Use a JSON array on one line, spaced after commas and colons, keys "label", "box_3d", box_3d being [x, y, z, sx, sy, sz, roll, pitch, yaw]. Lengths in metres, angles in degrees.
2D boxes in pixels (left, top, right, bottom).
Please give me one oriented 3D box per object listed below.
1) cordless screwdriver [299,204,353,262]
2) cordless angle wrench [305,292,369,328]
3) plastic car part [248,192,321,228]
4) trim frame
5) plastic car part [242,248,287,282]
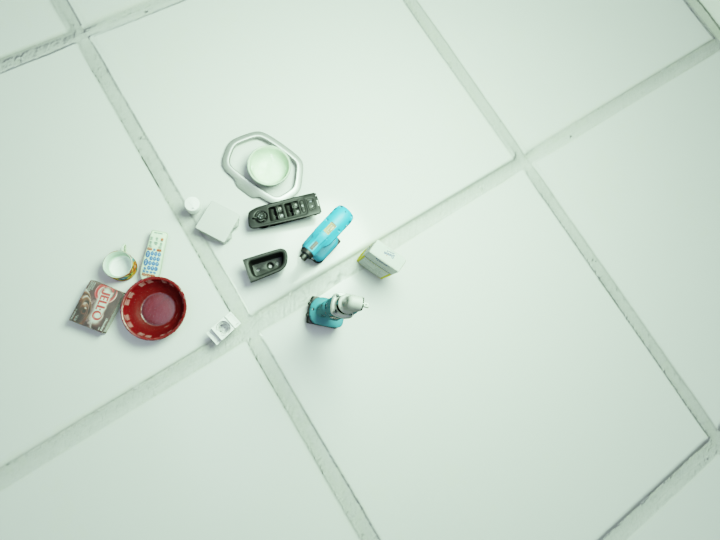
[{"label": "cordless screwdriver", "box_3d": [-0.106, -0.069, 1.083, 0.074, 0.250, 0.158, 43, 75, -3]}, {"label": "cordless angle wrench", "box_3d": [-0.057, 0.087, 0.967, 0.096, 0.425, 0.075, 13, 79, -11]}, {"label": "plastic car part", "box_3d": [-0.216, -0.160, 1.182, 0.200, 0.067, 0.067, -14, 83, -11]}, {"label": "trim frame", "box_3d": [-0.280, -0.298, 1.223, 0.249, 0.027, 0.184, 35, 76, 1]}, {"label": "plastic car part", "box_3d": [-0.252, -0.014, 1.143, 0.115, 0.071, 0.067, -20, 84, -12]}]
